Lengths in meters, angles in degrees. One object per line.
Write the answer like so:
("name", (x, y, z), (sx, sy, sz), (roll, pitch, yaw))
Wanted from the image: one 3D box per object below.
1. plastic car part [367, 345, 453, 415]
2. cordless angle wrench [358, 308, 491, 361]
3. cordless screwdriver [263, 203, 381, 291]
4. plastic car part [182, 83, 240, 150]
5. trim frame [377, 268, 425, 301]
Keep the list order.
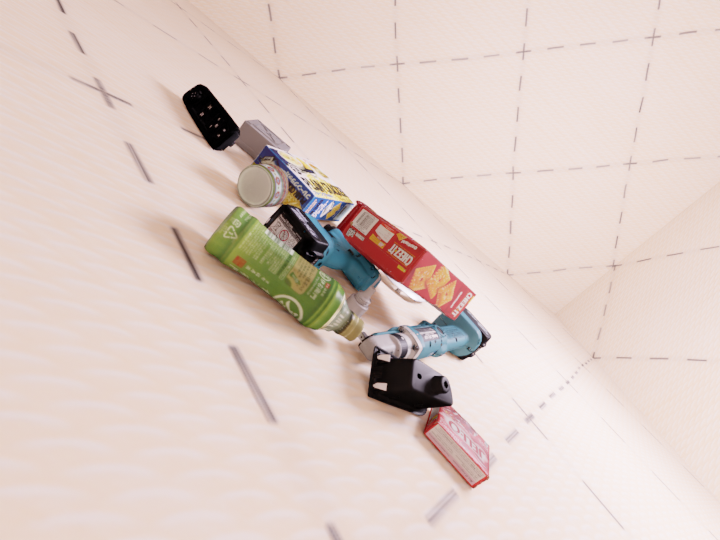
("plastic car part", (0.074, 0.145, 0.539), (0.111, 0.073, 0.067), (31, 56, -29))
("cordless angle wrench", (0.118, 0.118, 0.729), (0.102, 0.075, 0.402), (51, 22, 25))
("cordless screwdriver", (-0.070, -0.046, 0.714), (0.167, 0.075, 0.236), (52, 16, 28))
("plastic car part", (-0.302, -0.314, 0.870), (0.212, 0.066, 0.064), (51, 10, 26))
("trim frame", (0.080, -0.009, 1.014), (0.175, 0.028, 0.259), (32, 22, -31))
